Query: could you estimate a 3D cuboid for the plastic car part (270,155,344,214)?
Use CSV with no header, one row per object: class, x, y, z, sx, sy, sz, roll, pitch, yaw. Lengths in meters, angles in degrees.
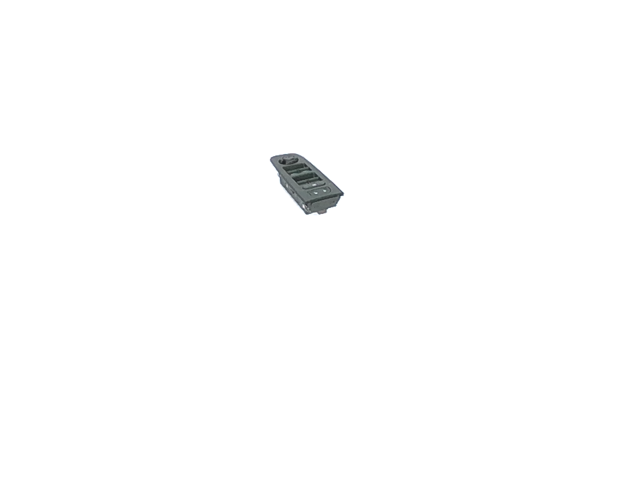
plastic car part,-0.028,-0.097,0.733,0.066,0.067,0.203,-23,40,-13
